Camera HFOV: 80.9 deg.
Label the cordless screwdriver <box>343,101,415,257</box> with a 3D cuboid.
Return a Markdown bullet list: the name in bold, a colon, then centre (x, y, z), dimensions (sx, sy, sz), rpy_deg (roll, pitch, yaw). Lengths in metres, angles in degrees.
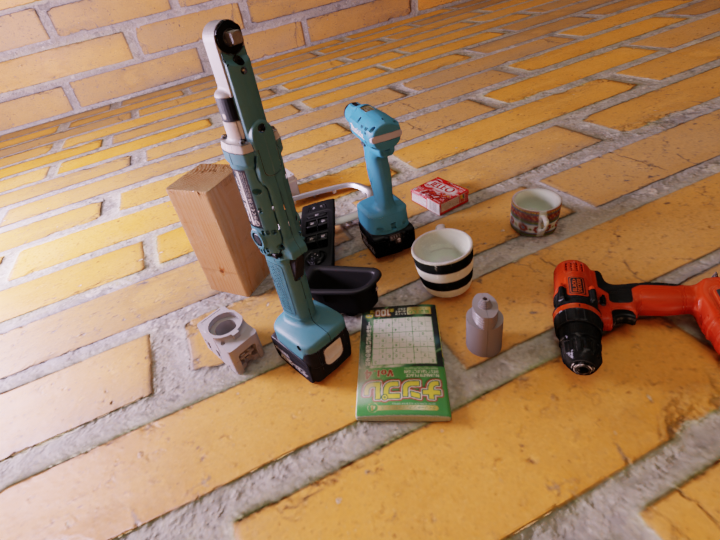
- **cordless screwdriver**: centre (0.023, -0.155, 0.713), dimensions (0.073, 0.239, 0.167), rpy_deg (-18, 37, -11)

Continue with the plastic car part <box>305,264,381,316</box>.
- **plastic car part**: centre (-0.025, 0.036, 0.624), dimensions (0.120, 0.068, 0.066), rpy_deg (3, 39, 20)

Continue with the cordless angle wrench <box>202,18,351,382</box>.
- **cordless angle wrench**: centre (-0.092, -0.045, 0.469), dimensions (0.073, 0.407, 0.104), rpy_deg (-35, 42, -30)

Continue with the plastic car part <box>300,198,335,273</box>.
- **plastic car part**: centre (-0.073, -0.048, 0.749), dimensions (0.067, 0.064, 0.209), rpy_deg (-9, 37, 4)

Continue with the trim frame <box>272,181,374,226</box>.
- **trim frame**: centre (-0.083, -0.134, 0.893), dimensions (0.246, 0.026, 0.193), rpy_deg (-19, 38, -7)
